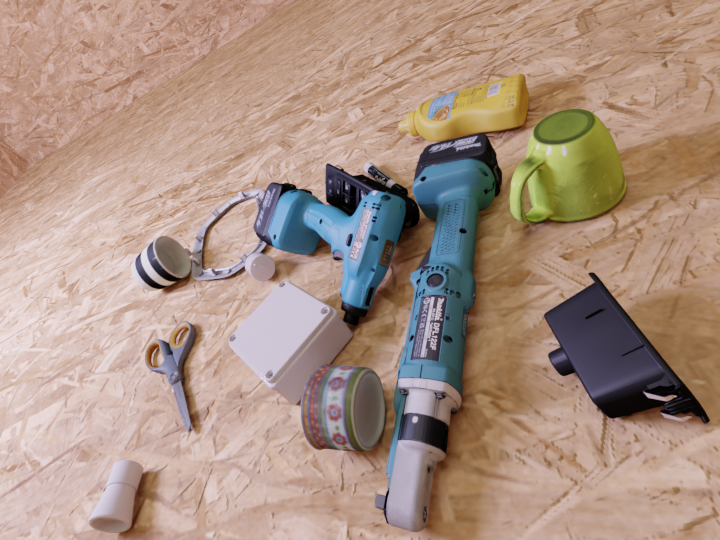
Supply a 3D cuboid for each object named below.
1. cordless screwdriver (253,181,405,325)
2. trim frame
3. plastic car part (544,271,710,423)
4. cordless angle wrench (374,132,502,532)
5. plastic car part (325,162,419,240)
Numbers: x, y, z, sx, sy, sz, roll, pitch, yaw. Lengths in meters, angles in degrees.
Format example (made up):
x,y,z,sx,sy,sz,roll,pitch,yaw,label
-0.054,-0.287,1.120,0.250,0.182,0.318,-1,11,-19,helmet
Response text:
x,y,z,sx,sy,sz,roll,pitch,yaw,label
-0.056,-0.037,0.576,0.263,0.070,0.159,19,92,47,cordless screwdriver
-0.241,-0.075,0.791,0.186,0.026,0.259,-28,39,8,trim frame
0.190,0.066,0.332,0.072,0.063,0.121,-38,34,20,plastic car part
0.084,0.024,0.437,0.102,0.070,0.429,-7,50,30,cordless angle wrench
0.015,-0.099,0.611,0.065,0.065,0.214,-5,28,-27,plastic car part
